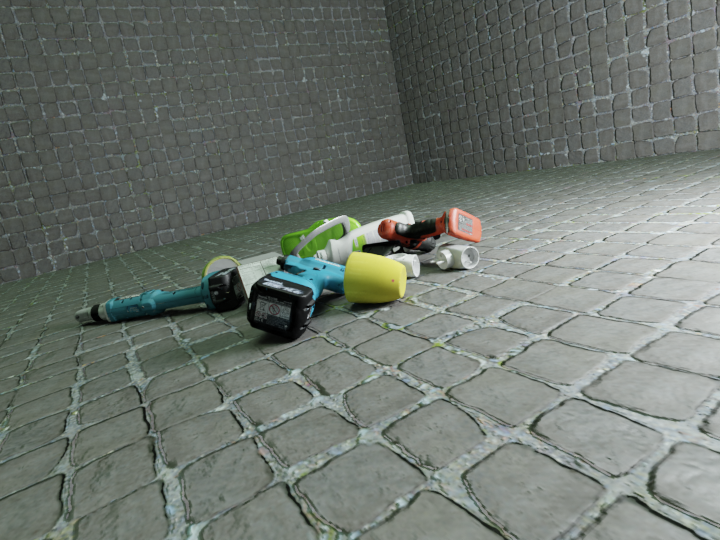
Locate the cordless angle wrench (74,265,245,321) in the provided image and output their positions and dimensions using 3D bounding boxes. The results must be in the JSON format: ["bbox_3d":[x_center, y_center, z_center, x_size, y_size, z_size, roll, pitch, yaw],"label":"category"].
[{"bbox_3d":[-0.462,0.071,0.944,0.431,0.073,0.097,-11,12,14],"label":"cordless angle wrench"}]

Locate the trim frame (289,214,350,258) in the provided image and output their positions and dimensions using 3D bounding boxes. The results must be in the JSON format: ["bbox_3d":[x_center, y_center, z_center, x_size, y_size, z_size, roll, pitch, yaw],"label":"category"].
[{"bbox_3d":[-0.102,-0.067,1.043,0.184,0.028,0.244,-38,-7,-3],"label":"trim frame"}]

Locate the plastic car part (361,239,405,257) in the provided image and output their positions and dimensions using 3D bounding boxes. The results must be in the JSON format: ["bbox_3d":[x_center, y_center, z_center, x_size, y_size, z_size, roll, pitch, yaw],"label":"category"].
[{"bbox_3d":[0.036,-0.022,0.937,0.122,0.064,0.070,-3,28,43],"label":"plastic car part"}]

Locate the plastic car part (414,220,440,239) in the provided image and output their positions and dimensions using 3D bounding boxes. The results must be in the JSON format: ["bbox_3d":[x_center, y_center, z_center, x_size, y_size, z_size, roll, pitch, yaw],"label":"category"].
[{"bbox_3d":[0.108,-0.090,1.132,0.208,0.064,0.067,-7,22,18],"label":"plastic car part"}]

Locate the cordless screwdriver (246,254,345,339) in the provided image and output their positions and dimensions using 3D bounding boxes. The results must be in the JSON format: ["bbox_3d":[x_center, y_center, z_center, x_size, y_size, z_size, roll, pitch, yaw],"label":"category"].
[{"bbox_3d":[-0.120,0.025,0.742,0.164,0.073,0.244,15,18,14],"label":"cordless screwdriver"}]
